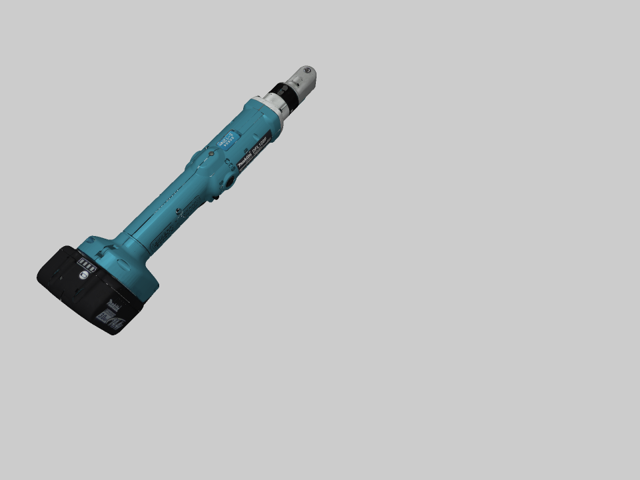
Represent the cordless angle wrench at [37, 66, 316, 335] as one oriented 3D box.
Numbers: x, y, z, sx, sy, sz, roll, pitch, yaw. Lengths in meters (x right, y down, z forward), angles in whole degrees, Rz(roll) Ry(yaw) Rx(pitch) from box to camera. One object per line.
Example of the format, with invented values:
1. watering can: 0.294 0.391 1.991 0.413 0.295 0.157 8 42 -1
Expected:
1. cordless angle wrench: -0.131 -0.082 0.514 0.074 0.421 0.098 34 -23 10
